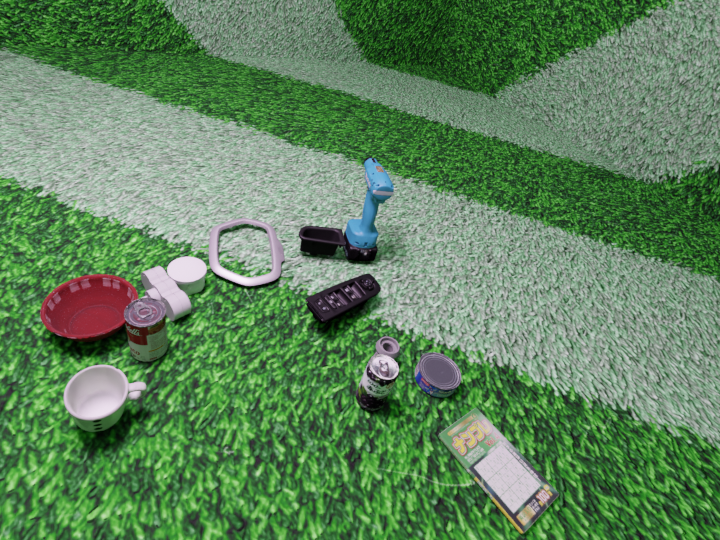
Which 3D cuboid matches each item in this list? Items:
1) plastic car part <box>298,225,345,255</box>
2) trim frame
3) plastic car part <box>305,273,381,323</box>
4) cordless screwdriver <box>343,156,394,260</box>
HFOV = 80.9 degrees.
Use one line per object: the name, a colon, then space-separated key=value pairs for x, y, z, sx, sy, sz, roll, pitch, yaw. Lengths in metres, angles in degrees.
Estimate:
plastic car part: x=-0.105 y=-0.069 z=1.073 sx=0.114 sy=0.069 sz=0.068 roll=4 pitch=40 yaw=-12
trim frame: x=-0.278 y=-0.051 z=1.039 sx=0.179 sy=0.027 sz=0.260 roll=-1 pitch=41 yaw=-17
plastic car part: x=-0.033 y=0.067 z=0.931 sx=0.197 sy=0.066 sz=0.070 roll=-26 pitch=54 yaw=-38
cordless screwdriver: x=0.014 y=-0.153 z=1.069 sx=0.072 sy=0.244 sz=0.166 roll=3 pitch=40 yaw=-17
